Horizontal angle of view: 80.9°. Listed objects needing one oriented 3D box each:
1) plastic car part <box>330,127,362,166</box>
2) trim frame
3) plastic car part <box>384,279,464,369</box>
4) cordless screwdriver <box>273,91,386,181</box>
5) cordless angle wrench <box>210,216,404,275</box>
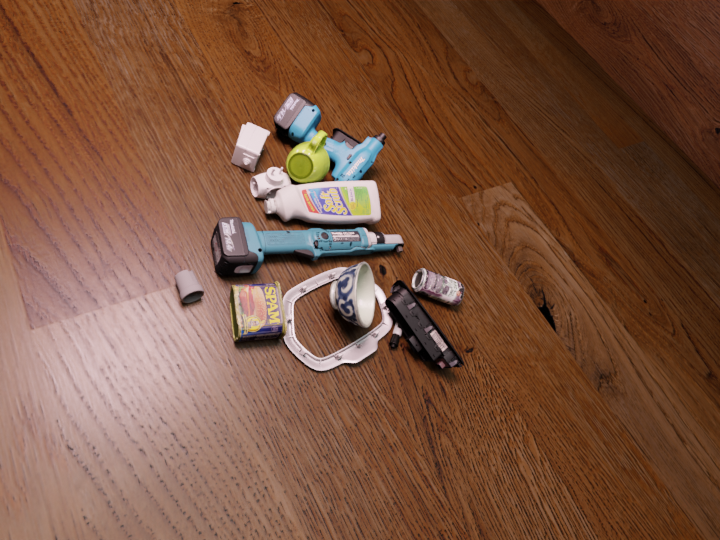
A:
[{"bbox_3d":[-0.037,-0.290,1.046,0.117,0.066,0.071,32,66,1],"label":"plastic car part"},{"bbox_3d":[-0.041,0.087,0.819,0.241,0.028,0.189,-23,72,-36],"label":"trim frame"},{"bbox_3d":[0.113,0.114,0.833,0.066,0.067,0.204,-30,86,-16],"label":"plastic car part"},{"bbox_3d":[-0.072,-0.321,0.993,0.250,0.074,0.159,40,90,2],"label":"cordless screwdriver"},{"bbox_3d":[-0.085,-0.055,0.865,0.406,0.075,0.101,-4,63,-29],"label":"cordless angle wrench"}]
